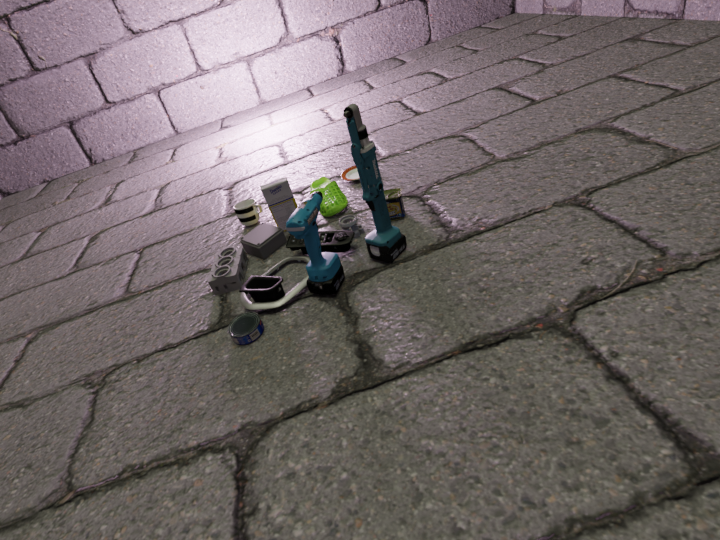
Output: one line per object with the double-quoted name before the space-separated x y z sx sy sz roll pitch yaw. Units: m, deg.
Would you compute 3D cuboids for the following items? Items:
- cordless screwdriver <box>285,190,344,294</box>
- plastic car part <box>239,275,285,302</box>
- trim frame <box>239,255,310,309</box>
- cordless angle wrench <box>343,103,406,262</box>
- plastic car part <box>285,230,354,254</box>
"cordless screwdriver" -0.105 -0.069 1.078 0.077 0.238 0.160 -1 38 23
"plastic car part" -0.251 0.058 1.125 0.121 0.068 0.066 2 39 27
"trim frame" -0.226 0.032 1.184 0.194 0.026 0.245 15 48 39
"cordless angle wrench" 0.029 -0.210 1.058 0.078 0.405 0.096 17 46 41
"plastic car part" -0.114 -0.078 1.244 0.209 0.064 0.067 -5 37 19
